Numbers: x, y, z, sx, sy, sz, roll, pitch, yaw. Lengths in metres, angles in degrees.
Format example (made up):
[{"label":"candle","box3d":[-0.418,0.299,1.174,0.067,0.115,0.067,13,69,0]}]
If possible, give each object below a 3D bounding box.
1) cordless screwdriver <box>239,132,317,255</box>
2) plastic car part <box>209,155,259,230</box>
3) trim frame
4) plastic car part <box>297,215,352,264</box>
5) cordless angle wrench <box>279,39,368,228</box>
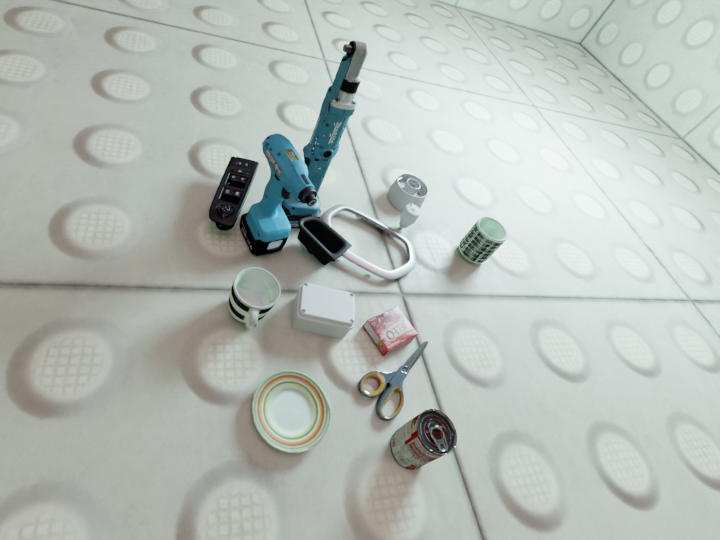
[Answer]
[{"label":"cordless screwdriver","box3d":[-0.157,-0.118,0.811,0.072,0.247,0.166,-14,61,-34]},{"label":"plastic car part","box3d":[-0.280,-0.164,0.923,0.065,0.067,0.208,16,48,-12]},{"label":"trim frame","box3d":[0.019,-0.070,0.993,0.249,0.027,0.185,27,47,1]},{"label":"plastic car part","box3d":[-0.089,-0.058,0.910,0.119,0.070,0.065,40,48,12]},{"label":"cordless angle wrench","box3d":[-0.075,-0.246,0.834,0.094,0.421,0.077,0,55,-27]}]
